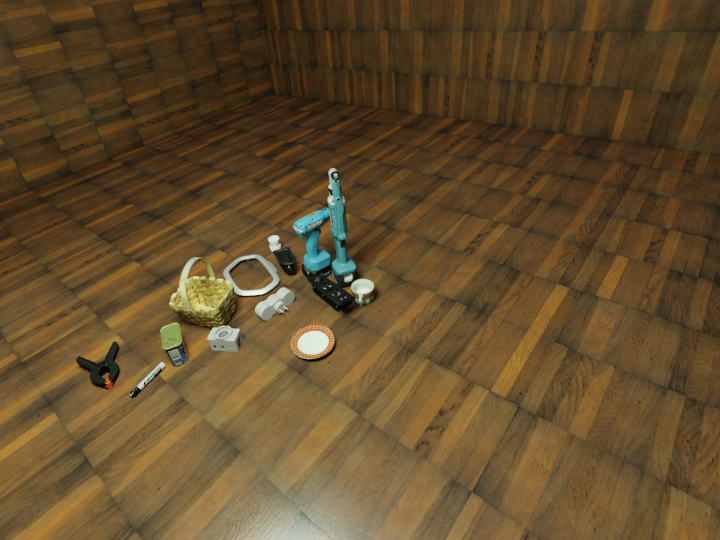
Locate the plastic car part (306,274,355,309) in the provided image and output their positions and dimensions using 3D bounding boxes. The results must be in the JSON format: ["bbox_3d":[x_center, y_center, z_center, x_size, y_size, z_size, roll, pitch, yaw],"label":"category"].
[{"bbox_3d":[-0.101,0.073,1.387,0.065,0.065,0.215,-28,41,-26],"label":"plastic car part"}]

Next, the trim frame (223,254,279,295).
[{"bbox_3d":[-0.398,0.015,1.550,0.180,0.026,0.263,-26,41,-22],"label":"trim frame"}]

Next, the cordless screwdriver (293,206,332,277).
[{"bbox_3d":[-0.144,-0.094,1.469,0.156,0.240,0.079,-32,44,-31],"label":"cordless screwdriver"}]

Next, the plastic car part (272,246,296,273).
[{"bbox_3d":[-0.271,-0.027,1.546,0.065,0.068,0.123,-18,38,-16],"label":"plastic car part"}]

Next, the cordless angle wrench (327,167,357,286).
[{"bbox_3d":[-0.068,-0.135,1.369,0.073,0.408,0.103,-14,37,-12],"label":"cordless angle wrench"}]
